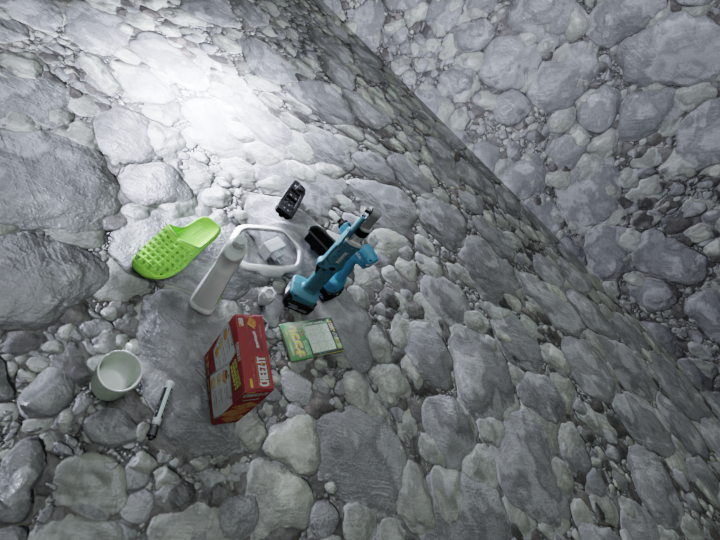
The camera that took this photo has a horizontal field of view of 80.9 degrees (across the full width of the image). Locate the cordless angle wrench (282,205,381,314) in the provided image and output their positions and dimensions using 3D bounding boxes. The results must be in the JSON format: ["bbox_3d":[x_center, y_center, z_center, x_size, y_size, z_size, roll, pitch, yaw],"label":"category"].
[{"bbox_3d":[-0.074,-0.023,1.098,0.095,0.427,0.076,26,45,-20],"label":"cordless angle wrench"}]

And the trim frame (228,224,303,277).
[{"bbox_3d":[-0.283,-0.062,1.282,0.237,0.028,0.192,3,53,-34],"label":"trim frame"}]

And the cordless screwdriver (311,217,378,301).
[{"bbox_3d":[-0.067,-0.028,1.241,0.072,0.251,0.163,-20,70,-46],"label":"cordless screwdriver"}]

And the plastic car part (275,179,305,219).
[{"bbox_3d":[-0.239,-0.235,1.437,0.065,0.067,0.205,32,42,-12],"label":"plastic car part"}]

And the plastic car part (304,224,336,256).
[{"bbox_3d":[-0.135,-0.088,1.380,0.117,0.071,0.065,42,41,2],"label":"plastic car part"}]
